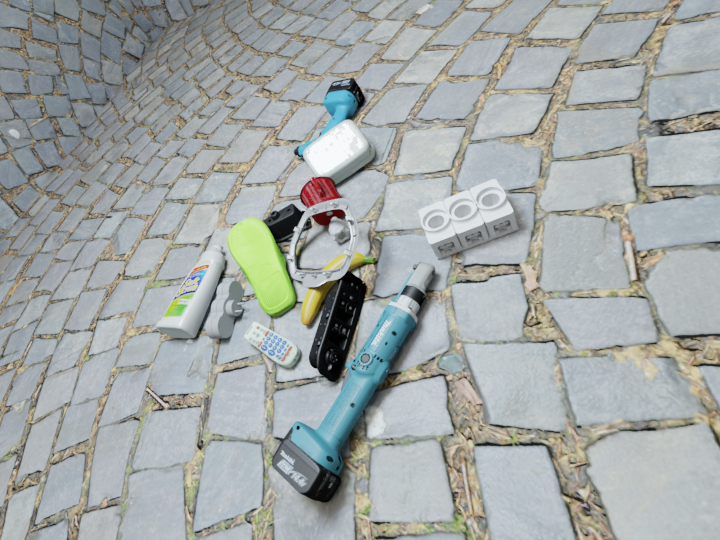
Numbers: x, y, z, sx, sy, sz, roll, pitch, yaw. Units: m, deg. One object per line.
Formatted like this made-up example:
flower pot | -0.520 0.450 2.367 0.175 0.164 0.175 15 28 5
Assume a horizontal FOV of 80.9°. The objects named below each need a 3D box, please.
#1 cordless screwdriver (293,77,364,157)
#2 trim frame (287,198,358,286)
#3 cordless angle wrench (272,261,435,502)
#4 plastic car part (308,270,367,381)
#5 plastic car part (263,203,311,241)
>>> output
cordless screwdriver | -0.089 -0.419 1.189 0.167 0.070 0.251 1 63 33
trim frame | -0.085 -0.056 0.872 0.260 0.026 0.185 -2 77 51
cordless angle wrench | 0.016 0.158 0.703 0.103 0.070 0.422 19 67 39
plastic car part | -0.050 0.101 0.788 0.070 0.063 0.206 -12 52 37
plastic car part | -0.187 -0.121 1.032 0.118 0.067 0.069 -24 46 11
